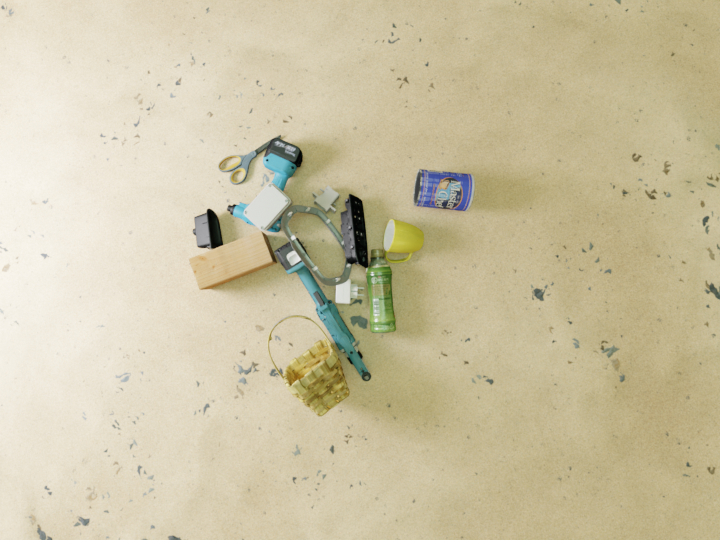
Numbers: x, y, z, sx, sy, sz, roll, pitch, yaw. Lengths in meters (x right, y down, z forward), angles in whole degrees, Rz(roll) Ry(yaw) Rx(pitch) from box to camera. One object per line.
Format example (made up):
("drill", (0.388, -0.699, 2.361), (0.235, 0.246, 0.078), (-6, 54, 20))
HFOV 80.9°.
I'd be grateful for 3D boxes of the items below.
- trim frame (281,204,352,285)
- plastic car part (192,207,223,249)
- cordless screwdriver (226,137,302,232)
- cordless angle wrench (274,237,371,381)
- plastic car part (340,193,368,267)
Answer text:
("trim frame", (-0.110, -0.072, 1.121), (0.180, 0.028, 0.249), (-35, 90, -45))
("plastic car part", (-0.433, -0.107, 1.180), (0.072, 0.064, 0.118), (-16, 82, 13))
("cordless screwdriver", (-0.263, -0.243, 1.177), (0.160, 0.074, 0.249), (19, 90, 3))
("cordless angle wrench", (-0.090, 0.110, 1.135), (0.074, 0.098, 0.424), (-31, 89, -3))
("plastic car part", (-0.021, -0.102, 1.145), (0.069, 0.063, 0.208), (-19, 69, 23))
